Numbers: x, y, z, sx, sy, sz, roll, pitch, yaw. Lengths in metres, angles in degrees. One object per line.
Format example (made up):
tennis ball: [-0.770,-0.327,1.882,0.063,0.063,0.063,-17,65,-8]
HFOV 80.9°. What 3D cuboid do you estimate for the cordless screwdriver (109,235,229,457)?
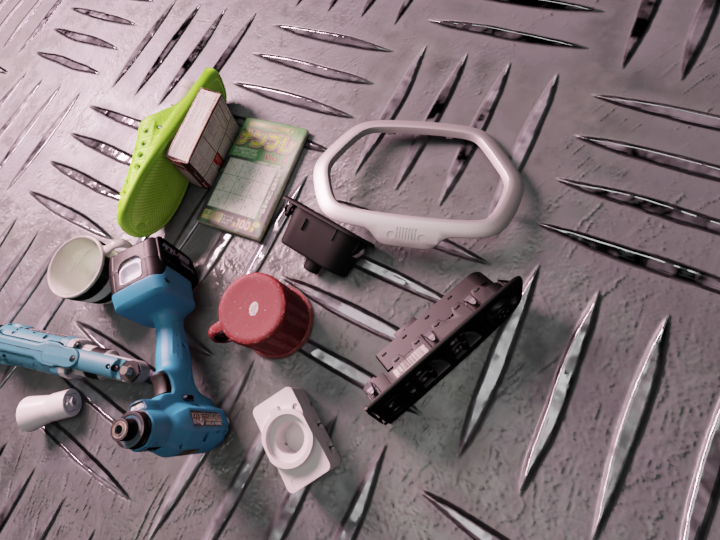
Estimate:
cordless screwdriver: [-0.230,0.077,0.474,0.075,0.152,0.259,-27,65,3]

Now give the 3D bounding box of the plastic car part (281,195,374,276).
plastic car part: [-0.051,-0.033,0.521,0.121,0.063,0.071,34,97,20]

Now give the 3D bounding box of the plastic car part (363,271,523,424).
plastic car part: [0.082,0.072,0.443,0.203,0.063,0.071,-38,41,1]

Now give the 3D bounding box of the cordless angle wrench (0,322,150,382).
cordless angle wrench: [-0.474,0.101,0.578,0.434,0.094,0.075,8,73,14]

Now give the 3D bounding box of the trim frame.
trim frame: [0.064,-0.111,0.512,0.253,0.026,0.187,7,62,9]
